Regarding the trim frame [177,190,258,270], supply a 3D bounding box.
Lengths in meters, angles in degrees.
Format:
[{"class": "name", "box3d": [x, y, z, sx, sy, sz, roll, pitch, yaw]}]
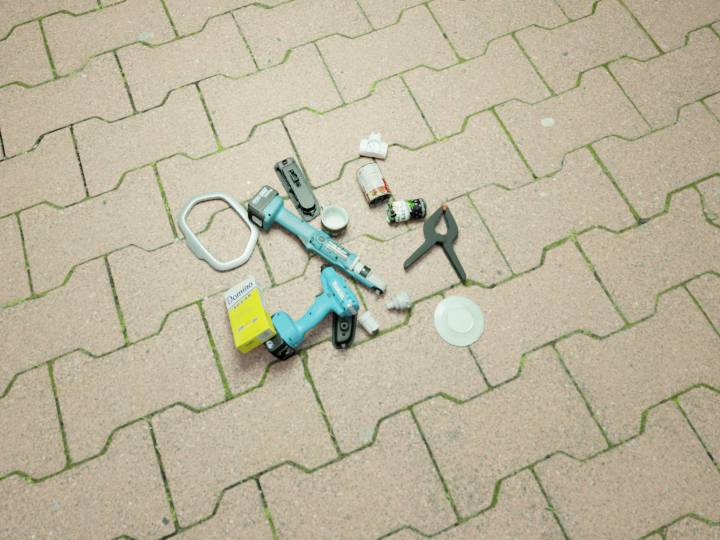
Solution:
[{"class": "trim frame", "box3d": [-0.393, -0.114, 1.165, 0.183, 0.027, 0.254, -41, 79, -12]}]

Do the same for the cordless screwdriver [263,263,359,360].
[{"class": "cordless screwdriver", "box3d": [-0.139, 0.098, 1.051, 0.249, 0.070, 0.168, -35, 53, 0]}]

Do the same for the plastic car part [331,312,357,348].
[{"class": "plastic car part", "box3d": [-0.041, 0.135, 1.061, 0.066, 0.069, 0.118, 4, 71, 1]}]

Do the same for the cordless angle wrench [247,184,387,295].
[{"class": "cordless angle wrench", "box3d": [-0.110, -0.072, 1.125, 0.429, 0.073, 0.097, 34, 65, 7]}]

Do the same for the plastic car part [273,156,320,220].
[{"class": "plastic car part", "box3d": [-0.173, -0.237, 1.184, 0.065, 0.066, 0.207, -25, 77, -16]}]
